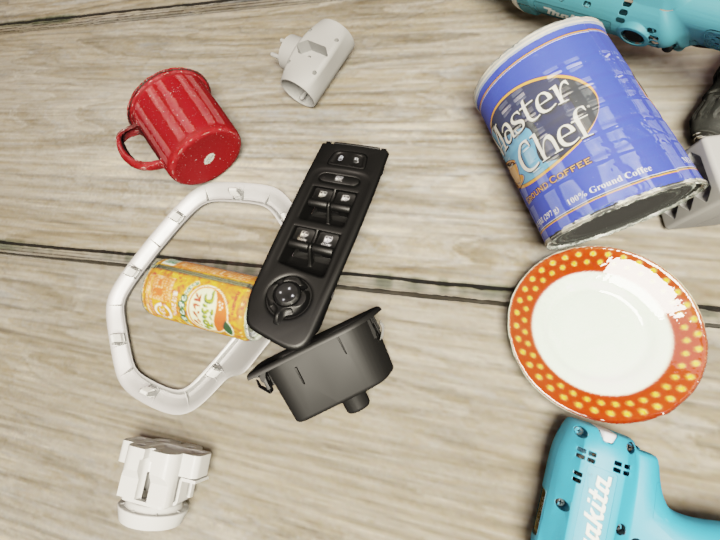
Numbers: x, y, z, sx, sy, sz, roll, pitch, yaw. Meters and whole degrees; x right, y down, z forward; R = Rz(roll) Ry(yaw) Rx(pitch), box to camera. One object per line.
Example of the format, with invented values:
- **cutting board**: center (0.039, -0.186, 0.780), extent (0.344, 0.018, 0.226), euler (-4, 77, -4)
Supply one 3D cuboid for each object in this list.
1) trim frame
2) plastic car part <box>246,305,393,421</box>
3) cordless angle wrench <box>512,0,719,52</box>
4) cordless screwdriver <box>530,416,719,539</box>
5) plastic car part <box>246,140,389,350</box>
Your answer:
- **trim frame**: center (-0.156, 0.018, 0.419), extent (0.191, 0.026, 0.248), euler (38, 86, 20)
- **plastic car part**: center (-0.023, 0.085, 0.352), extent (0.117, 0.065, 0.071), euler (-23, 88, 4)
- **cordless angle wrench**: center (0.220, -0.193, 0.309), extent (0.446, 0.093, 0.074), euler (44, 107, 33)
- **cordless screwdriver**: center (0.233, 0.208, 0.240), extent (0.259, 0.071, 0.160), euler (15, 80, 22)
- **plastic car part**: center (-0.036, -0.023, 0.364), extent (0.068, 0.065, 0.205), euler (16, 57, 9)
